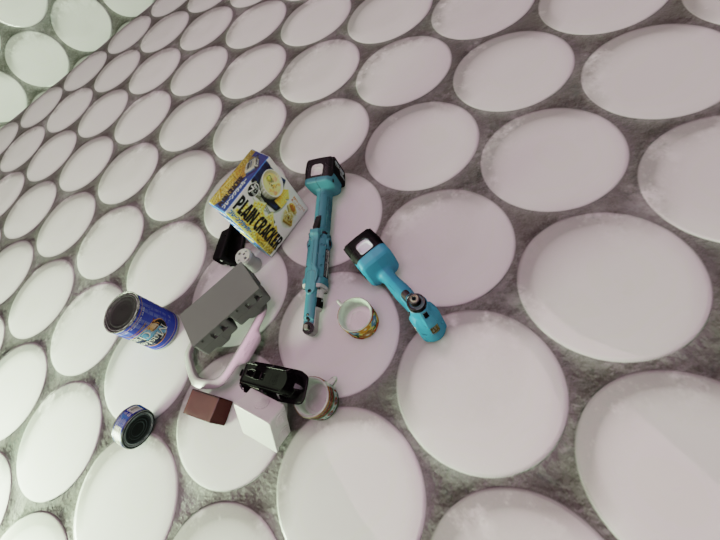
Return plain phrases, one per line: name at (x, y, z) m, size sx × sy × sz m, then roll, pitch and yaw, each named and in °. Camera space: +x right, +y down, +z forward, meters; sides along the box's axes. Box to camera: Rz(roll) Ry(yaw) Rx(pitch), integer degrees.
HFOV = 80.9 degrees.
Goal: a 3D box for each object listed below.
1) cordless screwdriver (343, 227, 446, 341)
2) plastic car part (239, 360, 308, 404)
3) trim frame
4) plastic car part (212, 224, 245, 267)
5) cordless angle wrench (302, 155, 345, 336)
cordless screwdriver at (0.059, 0.016, 0.800) m, size 0.074 × 0.151 × 0.262 m, roll -39°, pitch 53°, yaw -1°
plastic car part at (-0.179, 0.210, 0.823) m, size 0.212 × 0.063 × 0.067 m, roll -2°, pitch 52°, yaw 43°
trim frame at (-0.306, 0.149, 0.961) m, size 0.194 × 0.026 × 0.249 m, roll 12°, pitch 64°, yaw 36°
plastic car part at (-0.345, -0.061, 1.092) m, size 0.073 × 0.062 × 0.119 m, roll -18°, pitch 53°, yaw 30°
cordless angle wrench at (-0.094, -0.061, 0.961) m, size 0.077 × 0.093 × 0.432 m, roll -6°, pitch 65°, yaw 20°
